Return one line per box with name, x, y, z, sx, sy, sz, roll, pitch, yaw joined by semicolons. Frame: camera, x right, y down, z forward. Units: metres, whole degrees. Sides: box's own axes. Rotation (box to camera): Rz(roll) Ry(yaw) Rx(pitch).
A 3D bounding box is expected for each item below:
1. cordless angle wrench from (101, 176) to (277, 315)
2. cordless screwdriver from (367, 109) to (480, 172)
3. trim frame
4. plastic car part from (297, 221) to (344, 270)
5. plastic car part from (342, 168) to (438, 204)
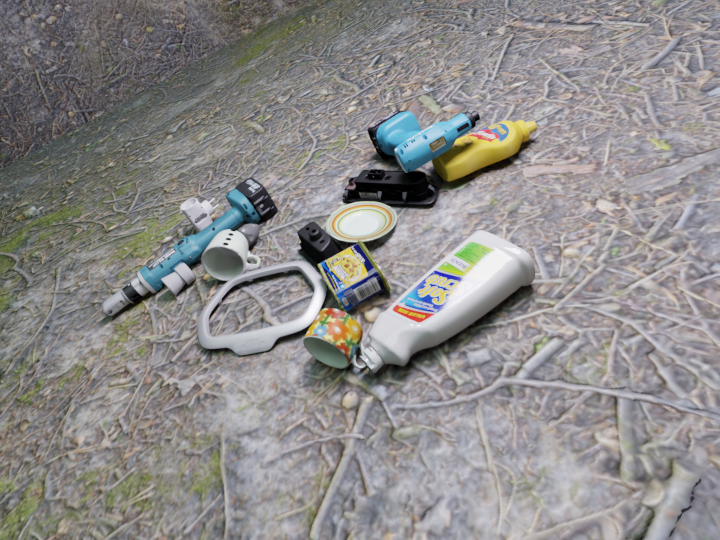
cordless angle wrench;-0.374;-0.044;0.918;0.420;0.070;0.104;-40;43;-12
cordless screwdriver;0.114;-0.274;0.841;0.159;0.071;0.258;-31;27;1
trim frame;-0.175;0.061;0.737;0.253;0.026;0.190;-13;42;13
plastic car part;-0.075;-0.049;0.765;0.065;0.067;0.123;-37;39;-11
plastic car part;0.055;-0.168;0.829;0.213;0.064;0.066;14;47;34
